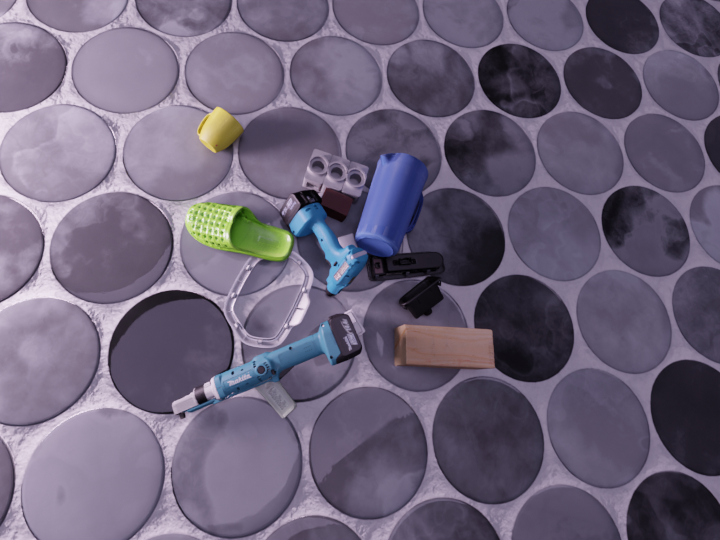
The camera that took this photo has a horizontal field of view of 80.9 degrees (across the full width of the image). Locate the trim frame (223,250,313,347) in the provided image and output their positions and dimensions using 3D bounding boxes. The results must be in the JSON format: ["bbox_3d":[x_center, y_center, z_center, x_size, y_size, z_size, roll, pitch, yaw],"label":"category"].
[{"bbox_3d":[-0.213,0.060,1.005,0.184,0.027,0.249,26,70,-1],"label":"trim frame"}]

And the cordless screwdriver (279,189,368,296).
[{"bbox_3d":[-0.099,-0.065,1.014,0.072,0.159,0.258,-19,63,-44],"label":"cordless screwdriver"}]

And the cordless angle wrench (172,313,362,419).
[{"bbox_3d":[-0.205,0.212,0.905,0.422,0.073,0.100,-23,80,-1],"label":"cordless angle wrench"}]

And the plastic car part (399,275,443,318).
[{"bbox_3d":[0.155,0.073,1.038,0.115,0.067,0.070,-39,99,-14],"label":"plastic car part"}]

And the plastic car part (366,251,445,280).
[{"bbox_3d":[0.121,-0.020,1.058,0.199,0.066,0.068,-3,68,-12],"label":"plastic car part"}]
